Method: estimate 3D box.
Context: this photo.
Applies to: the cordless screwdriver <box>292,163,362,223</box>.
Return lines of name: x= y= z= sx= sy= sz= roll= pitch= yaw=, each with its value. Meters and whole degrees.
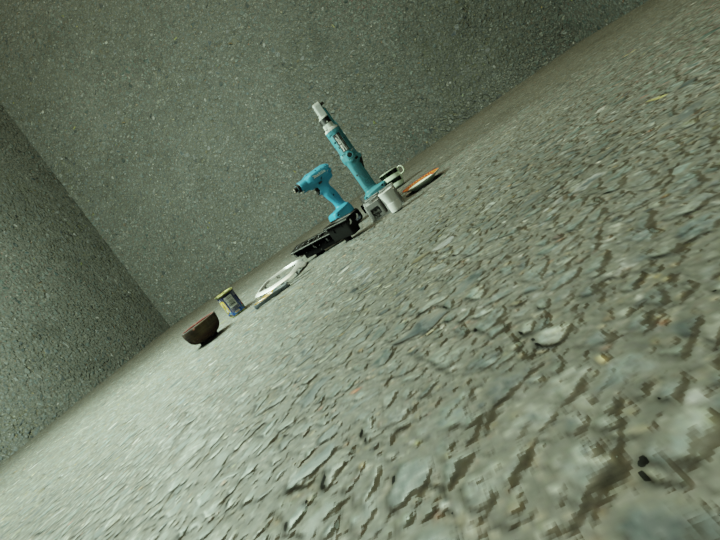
cordless screwdriver: x=-0.117 y=-0.241 z=1.500 sx=0.157 sy=0.246 sz=0.076 roll=-38 pitch=6 yaw=-20

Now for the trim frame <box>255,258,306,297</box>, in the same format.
trim frame: x=-0.255 y=0.023 z=1.367 sx=0.185 sy=0.027 sz=0.250 roll=-34 pitch=11 yaw=9

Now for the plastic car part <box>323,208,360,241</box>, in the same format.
plastic car part: x=-0.046 y=-0.120 z=1.230 sx=0.120 sy=0.070 sz=0.065 roll=-26 pitch=12 yaw=46

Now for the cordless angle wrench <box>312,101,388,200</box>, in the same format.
cordless angle wrench: x=-0.036 y=-0.394 z=1.449 sx=0.098 sy=0.419 sz=0.075 roll=-35 pitch=5 yaw=1

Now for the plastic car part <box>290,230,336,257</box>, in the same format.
plastic car part: x=-0.134 y=-0.088 z=1.372 sx=0.207 sy=0.066 sz=0.066 roll=-29 pitch=10 yaw=31
